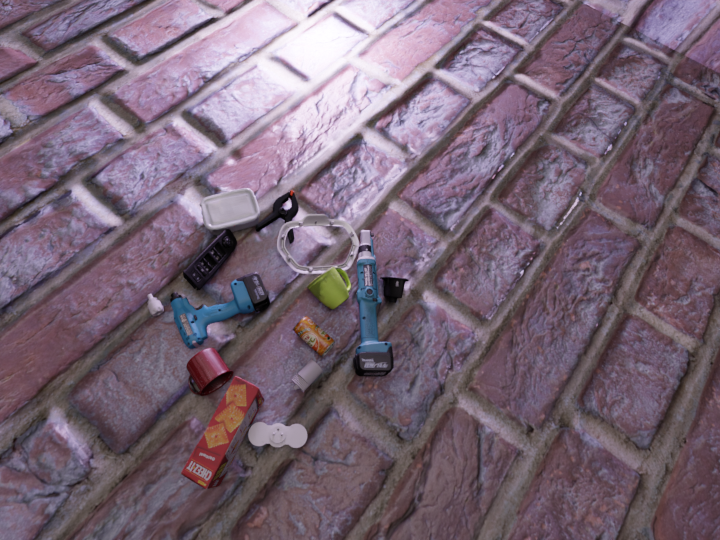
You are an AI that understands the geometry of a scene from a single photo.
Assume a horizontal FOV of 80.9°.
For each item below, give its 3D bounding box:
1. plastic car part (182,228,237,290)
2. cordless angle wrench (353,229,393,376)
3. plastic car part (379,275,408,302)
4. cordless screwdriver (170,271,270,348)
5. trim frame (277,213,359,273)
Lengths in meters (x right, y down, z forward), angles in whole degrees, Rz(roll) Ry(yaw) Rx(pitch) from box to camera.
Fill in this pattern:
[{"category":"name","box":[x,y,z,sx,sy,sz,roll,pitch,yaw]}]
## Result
[{"category":"plastic car part","box":[-0.417,-0.033,1.174,0.064,0.069,0.203,49,50,-21]},{"category":"cordless angle wrench","box":[0.023,0.071,1.174,0.097,0.073,0.435,1,62,-7]},{"category":"plastic car part","box":[0.092,0.053,1.171,0.066,0.117,0.071,8,88,-5]},{"category":"cordless screwdriver","box":[-0.378,0.082,1.133,0.246,0.073,0.165,-28,70,-13]},{"category":"trim frame","box":[-0.121,-0.079,1.242,0.244,0.027,0.189,-4,68,-13]}]
